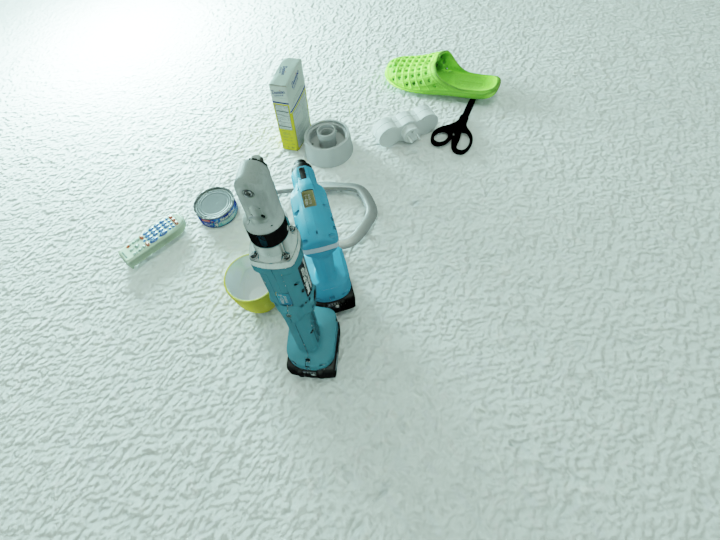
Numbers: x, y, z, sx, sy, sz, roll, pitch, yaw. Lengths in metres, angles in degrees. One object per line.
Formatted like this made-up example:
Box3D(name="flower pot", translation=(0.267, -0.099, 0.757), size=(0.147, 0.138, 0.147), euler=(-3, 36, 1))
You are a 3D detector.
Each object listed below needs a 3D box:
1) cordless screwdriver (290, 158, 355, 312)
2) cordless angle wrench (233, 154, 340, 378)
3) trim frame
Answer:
Box3D(name="cordless screwdriver", translation=(-0.064, -0.042, 0.658), size=(0.074, 0.240, 0.165), euler=(-13, 58, -4))
Box3D(name="cordless angle wrench", translation=(-0.081, 0.027, 0.515), size=(0.075, 0.408, 0.100), euler=(3, 59, 5))
Box3D(name="trim frame", translation=(-0.092, -0.112, 0.834), size=(0.251, 0.026, 0.189), euler=(-3, 57, 6))
